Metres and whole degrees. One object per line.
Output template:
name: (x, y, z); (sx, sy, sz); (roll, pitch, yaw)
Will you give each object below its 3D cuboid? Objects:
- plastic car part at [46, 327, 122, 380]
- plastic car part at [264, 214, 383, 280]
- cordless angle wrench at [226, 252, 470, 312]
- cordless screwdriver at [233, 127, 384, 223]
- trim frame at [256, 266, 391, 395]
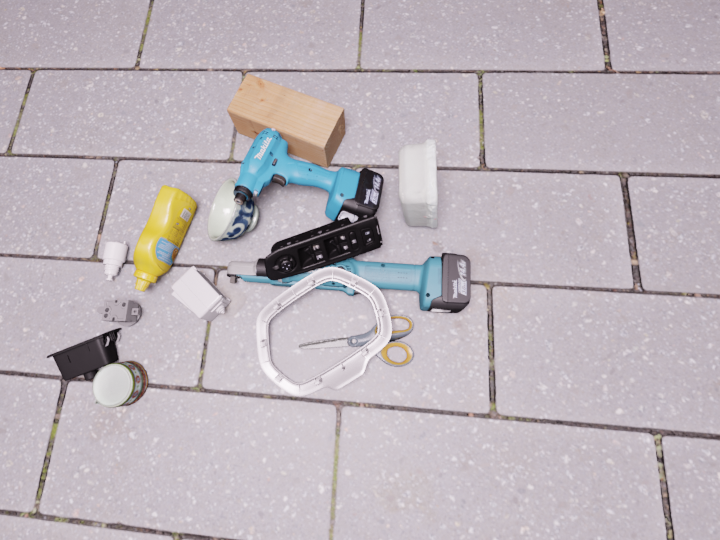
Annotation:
plastic car part: (-0.483, 0.157, 0.752); (0.117, 0.066, 0.071); (-25, 90, 0)
plastic car part: (-0.070, -0.046, 0.713); (0.202, 0.063, 0.070); (-22, 46, -5)
cordless angle wrench: (-0.032, 0.009, 0.746); (0.429, 0.072, 0.099); (4, 75, 8)
cordless screwdriver: (-0.092, -0.144, 0.746); (0.247, 0.074, 0.161); (22, 60, -4)
trim frame: (-0.068, 0.106, 0.709); (0.250, 0.027, 0.186); (-34, 85, 9)
